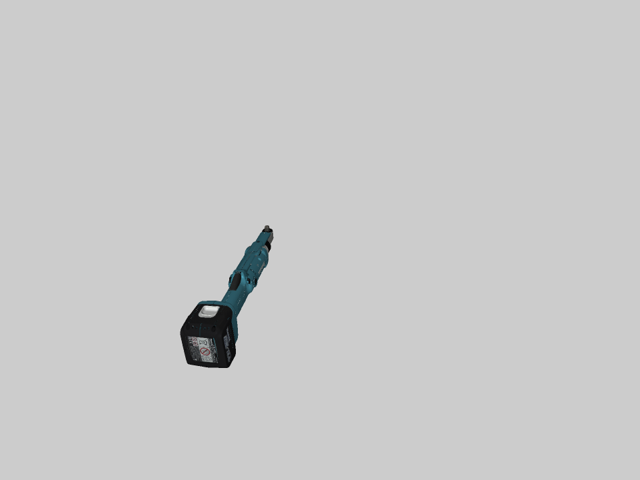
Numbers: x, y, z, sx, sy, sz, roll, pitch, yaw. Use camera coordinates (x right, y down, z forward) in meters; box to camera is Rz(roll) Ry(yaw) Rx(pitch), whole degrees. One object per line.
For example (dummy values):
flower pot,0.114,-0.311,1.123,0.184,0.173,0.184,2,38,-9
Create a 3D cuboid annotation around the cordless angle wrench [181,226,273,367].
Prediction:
cordless angle wrench,-0.160,0.083,0.876,0.074,0.098,0.421,3,28,8
